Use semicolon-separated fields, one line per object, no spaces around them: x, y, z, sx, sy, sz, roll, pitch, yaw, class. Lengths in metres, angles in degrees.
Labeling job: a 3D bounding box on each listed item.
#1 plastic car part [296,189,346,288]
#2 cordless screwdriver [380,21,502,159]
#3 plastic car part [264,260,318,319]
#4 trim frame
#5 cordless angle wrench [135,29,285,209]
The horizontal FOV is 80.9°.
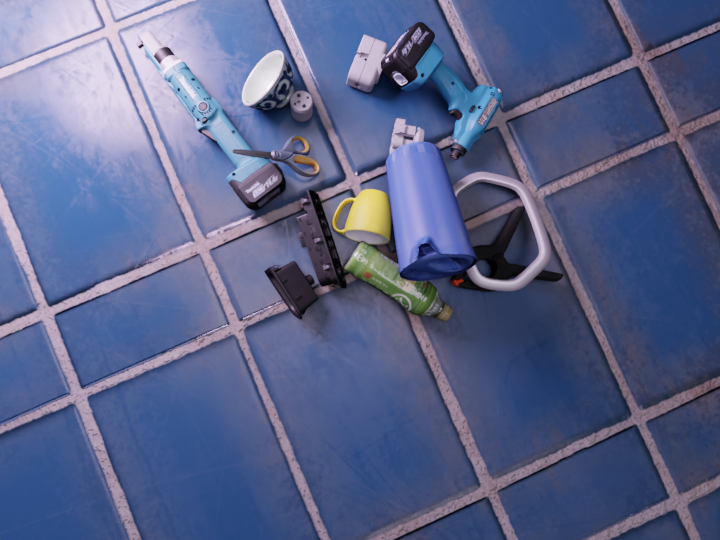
-0.081;-0.053;0.828;0.067;0.065;0.204;-23;88;5;plastic car part
0.150;-0.343;0.824;0.241;0.077;0.159;32;86;-18;cordless screwdriver
-0.127;0.029;0.827;0.070;0.067;0.116;-37;93;-19;plastic car part
0.262;-0.081;0.829;0.185;0.027;0.253;-14;76;2;trim frame
-0.305;-0.311;0.837;0.098;0.074;0.426;-37;86;-4;cordless angle wrench
